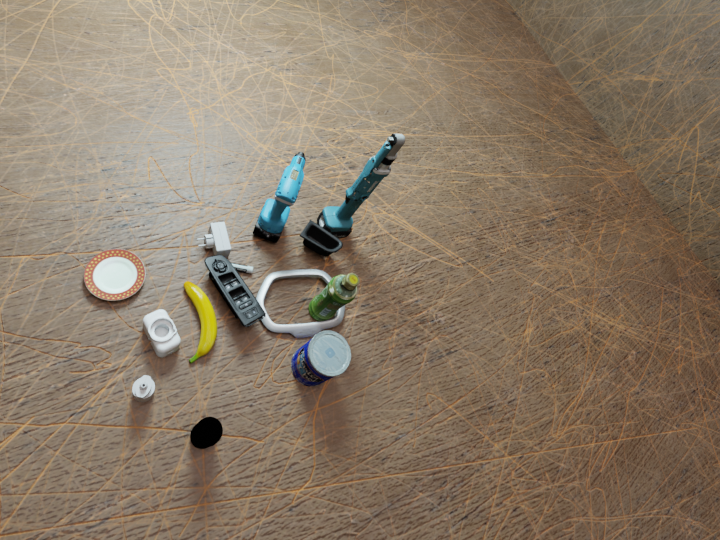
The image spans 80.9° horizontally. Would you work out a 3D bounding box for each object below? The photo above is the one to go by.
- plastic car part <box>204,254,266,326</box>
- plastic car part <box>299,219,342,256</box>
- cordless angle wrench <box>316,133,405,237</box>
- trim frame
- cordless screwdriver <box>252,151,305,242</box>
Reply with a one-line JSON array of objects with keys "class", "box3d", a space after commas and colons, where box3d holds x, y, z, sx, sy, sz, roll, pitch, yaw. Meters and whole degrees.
[{"class": "plastic car part", "box3d": [-0.316, 0.050, 1.044, 0.064, 0.067, 0.207, -28, 77, -33]}, {"class": "plastic car part", "box3d": [-0.117, -0.076, 1.193, 0.116, 0.071, 0.066, 34, 56, -4]}, {"class": "cordless angle wrench", "box3d": [0.001, -0.211, 1.101, 0.094, 0.426, 0.076, -4, 69, -28]}, {"class": "trim frame", "box3d": [-0.155, 0.083, 1.116, 0.240, 0.028, 0.190, -3, 65, -24]}, {"class": "cordless screwdriver", "box3d": [-0.206, -0.188, 1.109, 0.072, 0.251, 0.162, 23, 58, -15]}]
